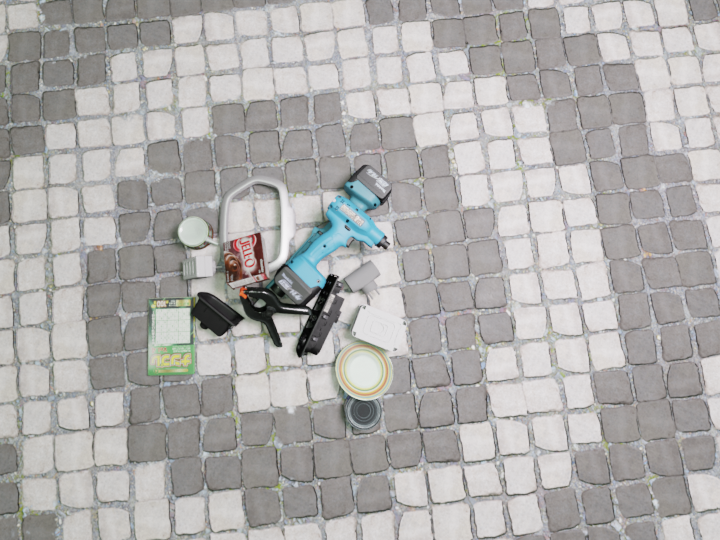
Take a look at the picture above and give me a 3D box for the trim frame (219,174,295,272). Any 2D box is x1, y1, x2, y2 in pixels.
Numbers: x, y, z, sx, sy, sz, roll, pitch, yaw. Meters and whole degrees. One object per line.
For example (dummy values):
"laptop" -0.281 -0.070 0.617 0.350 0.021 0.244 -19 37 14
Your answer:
"trim frame" -0.245 -0.108 0.999 0.187 0.027 0.252 -5 76 8

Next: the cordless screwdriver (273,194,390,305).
"cordless screwdriver" -0.063 -0.026 0.922 0.160 0.074 0.248 39 86 2

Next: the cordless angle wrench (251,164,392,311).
"cordless angle wrench" -0.097 -0.063 0.990 0.099 0.074 0.422 42 87 3

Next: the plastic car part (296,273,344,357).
"plastic car part" -0.088 0.110 0.976 0.064 0.069 0.203 32 82 -26

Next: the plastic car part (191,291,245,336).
"plastic car part" -0.339 0.108 0.976 0.118 0.065 0.071 33 98 5
